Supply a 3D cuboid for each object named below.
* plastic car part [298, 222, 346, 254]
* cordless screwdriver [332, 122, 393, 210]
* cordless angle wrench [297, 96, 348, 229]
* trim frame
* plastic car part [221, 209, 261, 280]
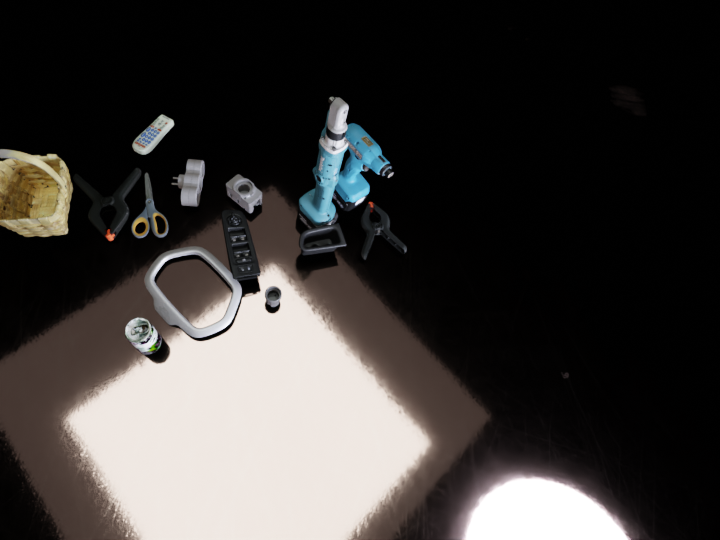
[{"bbox_3d":[-0.105,-0.069,1.073,0.114,0.070,0.068,-13,68,-15],"label":"plastic car part"},{"bbox_3d":[-0.001,-0.237,1.074,0.073,0.246,0.164,-33,75,-23],"label":"cordless screwdriver"},{"bbox_3d":[-0.077,-0.222,0.959,0.073,0.418,0.100,-38,79,-25],"label":"cordless angle wrench"},{"bbox_3d":[-0.397,0.045,1.002,0.255,0.027,0.182,41,66,13],"label":"trim frame"},{"bbox_3d":[-0.299,-0.061,1.047,0.065,0.066,0.210,-12,66,-16],"label":"plastic car part"}]
